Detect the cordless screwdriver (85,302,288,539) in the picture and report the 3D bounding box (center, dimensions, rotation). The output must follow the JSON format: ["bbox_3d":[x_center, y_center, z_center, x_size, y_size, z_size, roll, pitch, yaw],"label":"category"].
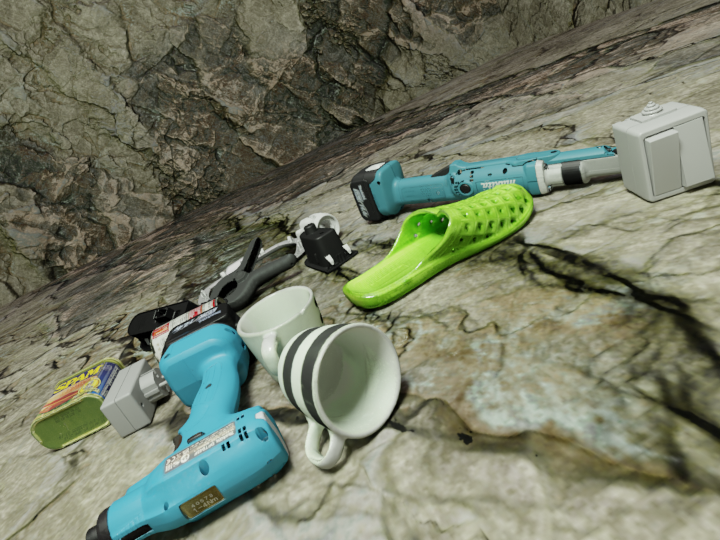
[{"bbox_3d":[-0.170,0.136,0.421,0.158,0.072,0.260,-29,26,-8],"label":"cordless screwdriver"}]

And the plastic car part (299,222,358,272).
[{"bbox_3d":[-0.070,-0.046,0.716,0.065,0.069,0.122,-33,25,-24],"label":"plastic car part"}]

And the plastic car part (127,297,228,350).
[{"bbox_3d":[-0.306,0.086,0.678,0.210,0.063,0.068,-17,59,32],"label":"plastic car part"}]

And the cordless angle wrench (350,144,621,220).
[{"bbox_3d":[0.170,-0.139,0.651,0.444,0.095,0.073,3,33,44],"label":"cordless angle wrench"}]

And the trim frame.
[{"bbox_3d":[-0.212,-0.005,0.837,0.245,0.027,0.193,-37,23,-22],"label":"trim frame"}]
